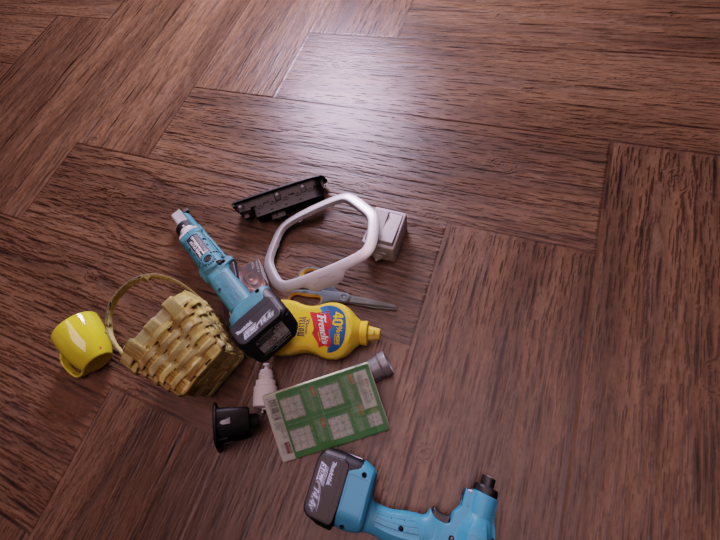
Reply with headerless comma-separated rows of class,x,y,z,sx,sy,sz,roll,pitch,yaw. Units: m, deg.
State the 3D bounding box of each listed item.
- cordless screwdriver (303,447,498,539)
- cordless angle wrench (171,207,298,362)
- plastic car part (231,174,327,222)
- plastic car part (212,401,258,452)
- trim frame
cordless screwdriver,0.056,0.320,0.586,0.257,0.072,0.160,19,69,17
cordless angle wrench,-0.270,-0.008,0.791,0.097,0.071,0.447,-41,51,-11
plastic car part,-0.160,-0.145,0.878,0.203,0.064,0.069,-22,72,1
plastic car part,-0.197,0.243,0.669,0.069,0.115,0.068,-2,62,-18
trim frame,-0.078,-0.051,0.798,0.253,0.026,0.191,-22,55,17
